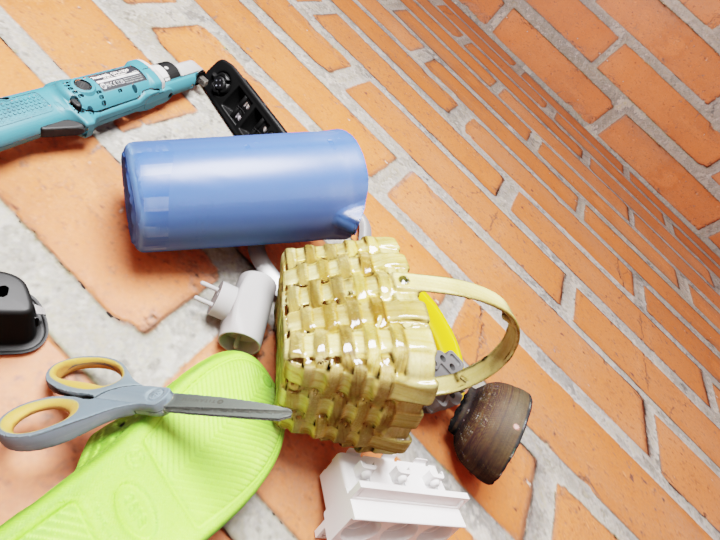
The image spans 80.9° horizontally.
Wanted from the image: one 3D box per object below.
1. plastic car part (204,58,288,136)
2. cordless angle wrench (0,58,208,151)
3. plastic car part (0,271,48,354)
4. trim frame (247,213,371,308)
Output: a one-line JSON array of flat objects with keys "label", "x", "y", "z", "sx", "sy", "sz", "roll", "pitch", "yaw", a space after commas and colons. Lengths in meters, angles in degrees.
[{"label": "plastic car part", "x": -0.157, "y": -0.229, "z": 0.625, "sx": 0.206, "sy": 0.067, "sz": 0.065, "roll": 51, "pitch": 32, "yaw": 9}, {"label": "cordless angle wrench", "x": -0.310, "y": -0.181, "z": 0.465, "sx": 0.097, "sy": 0.075, "sz": 0.422, "roll": 39, "pitch": 39, "yaw": -7}, {"label": "plastic car part", "x": -0.292, "y": 0.022, "z": 0.306, "sx": 0.111, "sy": 0.071, "sz": 0.068, "roll": 7, "pitch": 56, "yaw": -31}, {"label": "trim frame", "x": -0.056, "y": -0.037, "z": 0.571, "sx": 0.179, "sy": 0.028, "sz": 0.254, "roll": 27, "pitch": 42, "yaw": -16}]
